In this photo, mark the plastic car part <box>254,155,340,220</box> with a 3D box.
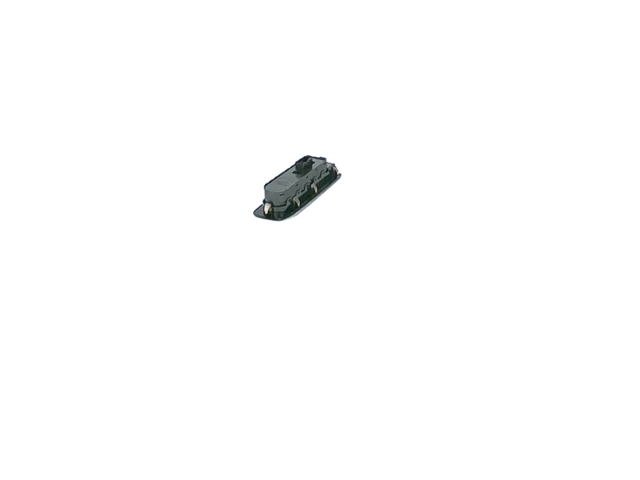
[{"bbox_3d":[-0.034,-0.096,0.704,0.066,0.067,0.201,23,43,17],"label":"plastic car part"}]
